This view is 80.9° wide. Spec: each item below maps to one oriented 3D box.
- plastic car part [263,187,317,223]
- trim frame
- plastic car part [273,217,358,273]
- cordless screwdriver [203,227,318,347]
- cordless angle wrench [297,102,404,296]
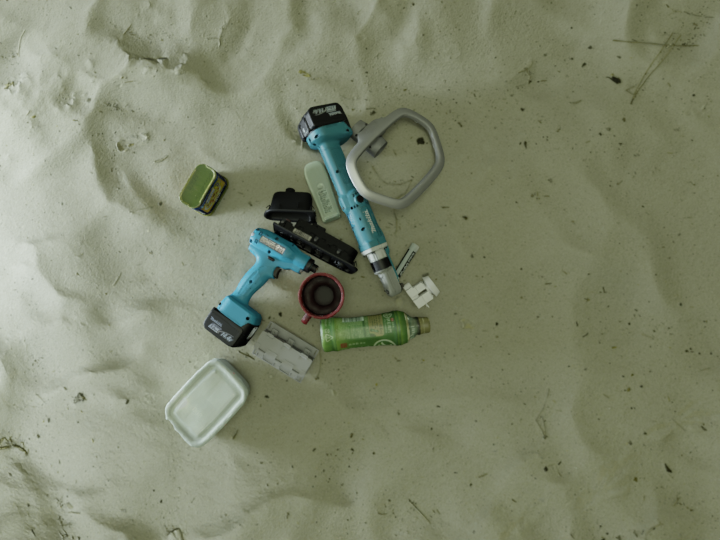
[{"bbox_3d":[-0.151,-0.146,0.925,0.118,0.064,0.072,7,71,7],"label":"plastic car part"},{"bbox_3d":[0.077,-0.239,0.891,0.182,0.028,0.247,45,72,-5],"label":"trim frame"},{"bbox_3d":[-0.089,-0.058,0.909,0.206,0.065,0.067,32,64,8],"label":"plastic car part"},{"bbox_3d":[-0.209,0.047,0.897,0.163,0.073,0.249,28,84,10],"label":"cordless screwdriver"},{"bbox_3d":[-0.011,-0.144,0.891,0.095,0.076,0.427,-20,84,-27],"label":"cordless angle wrench"}]
